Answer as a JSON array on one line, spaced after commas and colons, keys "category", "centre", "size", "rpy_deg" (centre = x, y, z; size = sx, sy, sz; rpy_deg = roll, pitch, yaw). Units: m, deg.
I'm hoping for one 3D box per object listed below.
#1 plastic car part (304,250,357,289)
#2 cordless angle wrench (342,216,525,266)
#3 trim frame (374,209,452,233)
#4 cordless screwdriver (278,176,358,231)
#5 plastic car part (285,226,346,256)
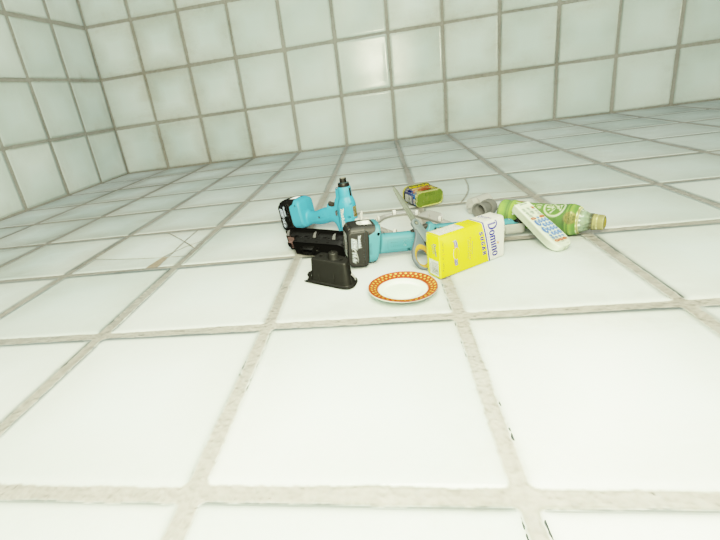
[{"category": "plastic car part", "centre": [-0.060, -0.007, 0.889], "size": [0.122, 0.069, 0.064], "rpy_deg": [7, 27, 38]}, {"category": "cordless angle wrench", "centre": [0.174, -0.080, 0.967], "size": [0.419, 0.096, 0.077], "rpy_deg": [-6, 21, -5]}, {"category": "trim frame", "centre": [0.136, -0.133, 1.165], "size": [0.179, 0.027, 0.262], "rpy_deg": [-19, 24, -25]}, {"category": "cordless screwdriver", "centre": [-0.122, -0.184, 1.206], "size": [0.261, 0.155, 0.072], "rpy_deg": [6, 24, 35]}, {"category": "plastic car part", "centre": [-0.103, -0.067, 1.051], "size": [0.211, 0.064, 0.067], "rpy_deg": [3, 34, 25]}]
